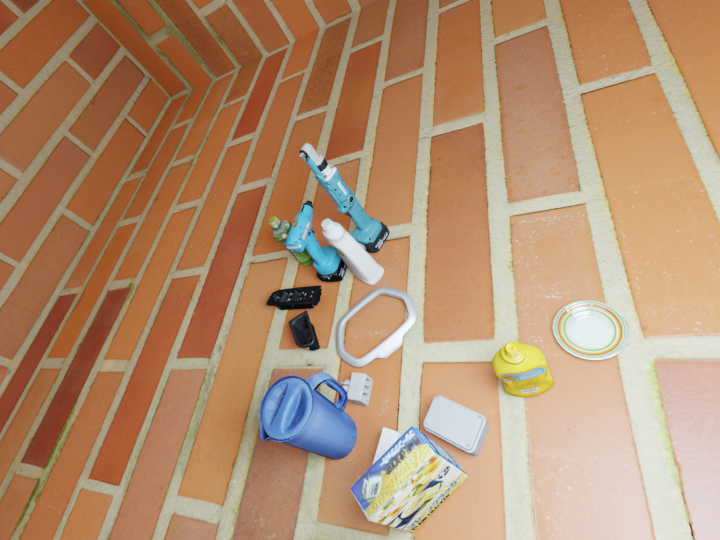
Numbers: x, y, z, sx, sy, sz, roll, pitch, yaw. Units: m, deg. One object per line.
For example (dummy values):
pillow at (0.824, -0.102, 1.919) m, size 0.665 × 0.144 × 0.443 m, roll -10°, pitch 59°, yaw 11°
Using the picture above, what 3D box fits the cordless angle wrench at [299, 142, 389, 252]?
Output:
cordless angle wrench at (-0.045, -0.200, 1.177) m, size 0.079 × 0.400 × 0.098 m, roll 20°, pitch 70°, yaw 41°

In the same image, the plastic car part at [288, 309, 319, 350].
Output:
plastic car part at (-0.150, 0.184, 1.199) m, size 0.066 × 0.067 × 0.122 m, roll -35°, pitch 46°, yaw 6°

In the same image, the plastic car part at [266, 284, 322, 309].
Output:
plastic car part at (-0.200, 0.089, 1.304) m, size 0.211 × 0.063 × 0.067 m, roll -4°, pitch 56°, yaw 31°

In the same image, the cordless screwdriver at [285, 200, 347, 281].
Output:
cordless screwdriver at (-0.123, -0.080, 1.257) m, size 0.077 × 0.235 × 0.161 m, roll -4°, pitch 56°, yaw 31°

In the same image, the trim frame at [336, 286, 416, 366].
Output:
trim frame at (0.037, 0.148, 1.131) m, size 0.249 × 0.026 × 0.194 m, roll -40°, pitch 45°, yaw 2°
